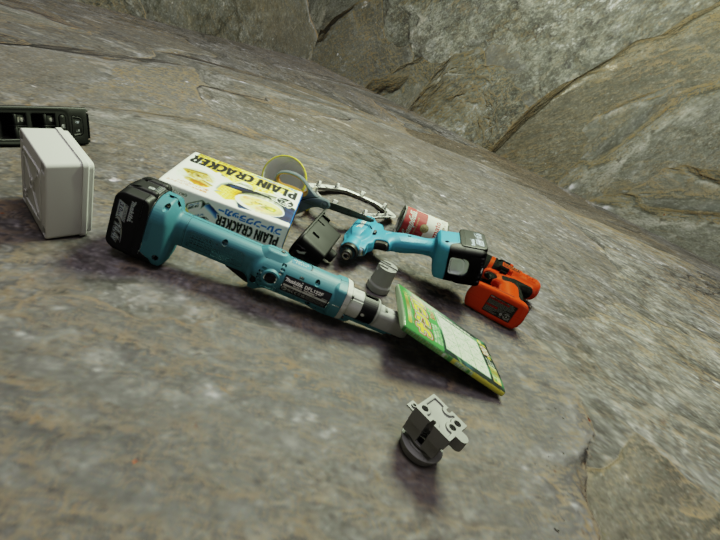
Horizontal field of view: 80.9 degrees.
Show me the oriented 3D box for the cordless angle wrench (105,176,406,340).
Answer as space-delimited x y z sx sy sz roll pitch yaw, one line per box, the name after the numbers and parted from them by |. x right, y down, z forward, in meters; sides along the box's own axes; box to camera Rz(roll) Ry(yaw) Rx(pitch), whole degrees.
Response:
-0.121 -0.001 0.577 0.418 0.097 0.075 23 25 -6 | cordless angle wrench

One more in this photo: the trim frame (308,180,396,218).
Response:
-0.017 -0.156 0.945 0.193 0.027 0.238 36 21 27 | trim frame

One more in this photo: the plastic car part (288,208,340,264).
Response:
-0.071 -0.046 0.725 0.070 0.066 0.117 36 31 -7 | plastic car part

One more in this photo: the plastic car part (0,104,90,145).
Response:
-0.568 -0.246 0.707 0.070 0.065 0.198 23 27 20 | plastic car part

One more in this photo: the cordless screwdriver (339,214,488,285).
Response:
0.090 -0.035 0.755 0.256 0.073 0.158 13 27 14 | cordless screwdriver
